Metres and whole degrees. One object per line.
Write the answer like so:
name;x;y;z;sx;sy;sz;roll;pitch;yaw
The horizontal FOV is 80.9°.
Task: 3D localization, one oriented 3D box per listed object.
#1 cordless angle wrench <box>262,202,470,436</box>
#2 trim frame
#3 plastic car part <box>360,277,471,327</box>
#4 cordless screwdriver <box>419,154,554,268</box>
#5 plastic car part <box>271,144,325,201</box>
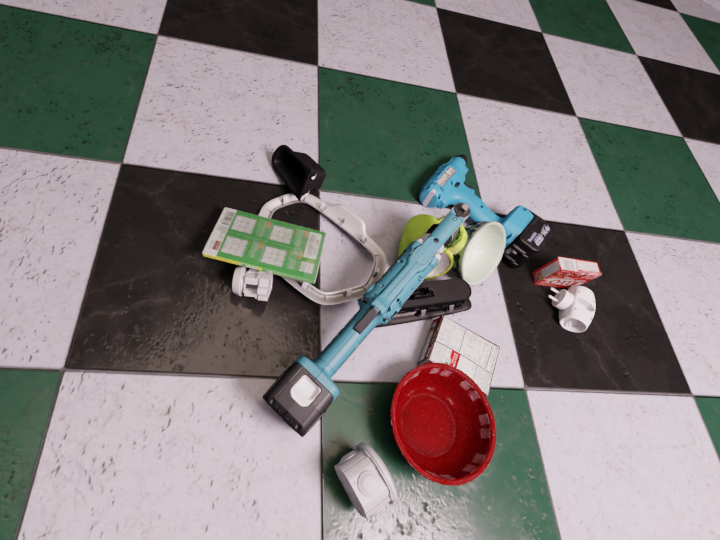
cordless angle wrench;0.031;0.046;0.624;0.075;0.097;0.420;41;72;5
trim frame;-0.071;-0.046;0.724;0.257;0.027;0.182;38;58;16
plastic car part;0.105;0.044;0.717;0.197;0.066;0.069;-4;57;-21
cordless screwdriver;0.255;-0.130;0.845;0.254;0.073;0.158;37;59;11
plastic car part;-0.107;-0.188;0.782;0.068;0.065;0.122;-5;45;-40
